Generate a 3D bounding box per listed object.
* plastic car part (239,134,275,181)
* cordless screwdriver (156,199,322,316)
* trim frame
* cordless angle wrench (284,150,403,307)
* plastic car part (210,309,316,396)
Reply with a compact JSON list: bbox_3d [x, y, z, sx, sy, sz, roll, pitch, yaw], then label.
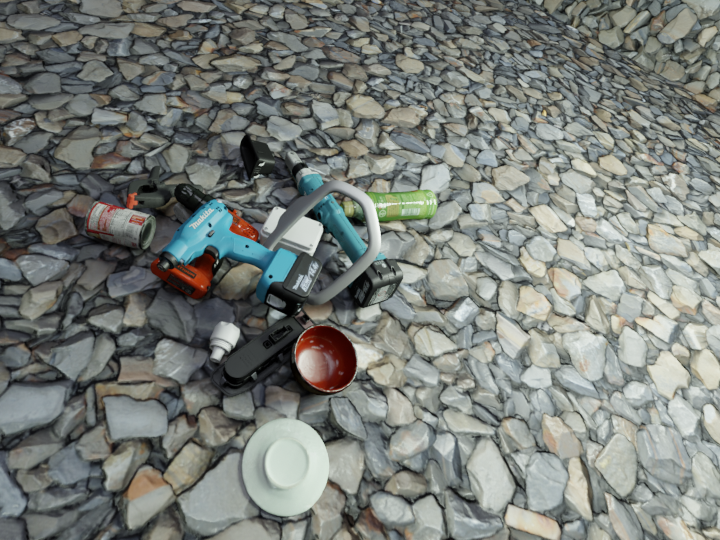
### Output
[{"bbox_3d":[-0.234,-0.267,0.987,0.068,0.066,0.122,4,48,-33],"label":"plastic car part"},{"bbox_3d":[-0.200,-0.008,0.709,0.251,0.074,0.159,30,52,4],"label":"cordless screwdriver"},{"bbox_3d":[-0.075,-0.049,0.771,0.187,0.250,0.027,50,18,9],"label":"trim frame"},{"bbox_3d":[-0.064,-0.117,0.892,0.072,0.096,0.443,-14,55,-29],"label":"cordless angle wrench"},{"bbox_3d":[-0.151,0.130,0.701,0.199,0.067,0.068,-36,78,-30],"label":"plastic car part"}]
